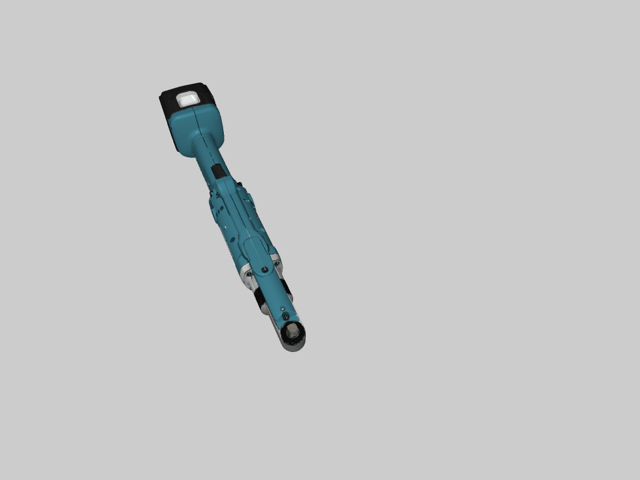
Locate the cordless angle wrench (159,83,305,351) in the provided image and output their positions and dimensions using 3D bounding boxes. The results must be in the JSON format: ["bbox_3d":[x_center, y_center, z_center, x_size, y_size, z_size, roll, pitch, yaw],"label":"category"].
[{"bbox_3d":[-0.115,-0.044,0.552,0.074,0.422,0.098,-21,-31,-16],"label":"cordless angle wrench"}]
